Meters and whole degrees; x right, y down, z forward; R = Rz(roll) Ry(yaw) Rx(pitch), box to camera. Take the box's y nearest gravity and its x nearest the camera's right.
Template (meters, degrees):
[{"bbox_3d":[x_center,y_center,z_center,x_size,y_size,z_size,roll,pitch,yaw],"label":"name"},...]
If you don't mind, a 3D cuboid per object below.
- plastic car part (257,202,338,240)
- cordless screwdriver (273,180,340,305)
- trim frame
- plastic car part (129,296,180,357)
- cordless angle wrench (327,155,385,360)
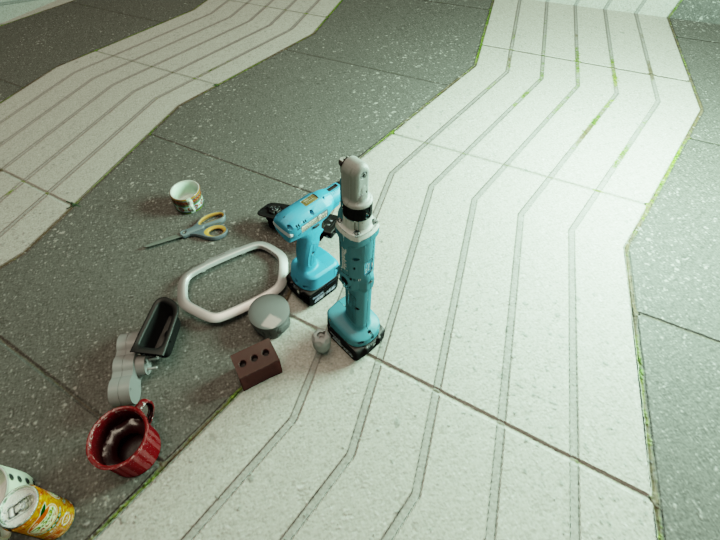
[{"bbox_3d":[-0.141,-0.112,0.982,0.210,0.065,0.066,18,53,18],"label":"plastic car part"},{"bbox_3d":[-0.080,-0.052,0.815,0.157,0.240,0.078,-38,60,-26],"label":"cordless screwdriver"},{"bbox_3d":[-0.271,0.018,0.909,0.244,0.026,0.194,-29,54,-18],"label":"trim frame"},{"bbox_3d":[-0.375,0.118,0.808,0.067,0.068,0.119,4,51,5],"label":"plastic car part"},{"bbox_3d":[-0.007,0.000,0.657,0.073,0.409,0.103,-35,59,-25],"label":"cordless angle wrench"}]
